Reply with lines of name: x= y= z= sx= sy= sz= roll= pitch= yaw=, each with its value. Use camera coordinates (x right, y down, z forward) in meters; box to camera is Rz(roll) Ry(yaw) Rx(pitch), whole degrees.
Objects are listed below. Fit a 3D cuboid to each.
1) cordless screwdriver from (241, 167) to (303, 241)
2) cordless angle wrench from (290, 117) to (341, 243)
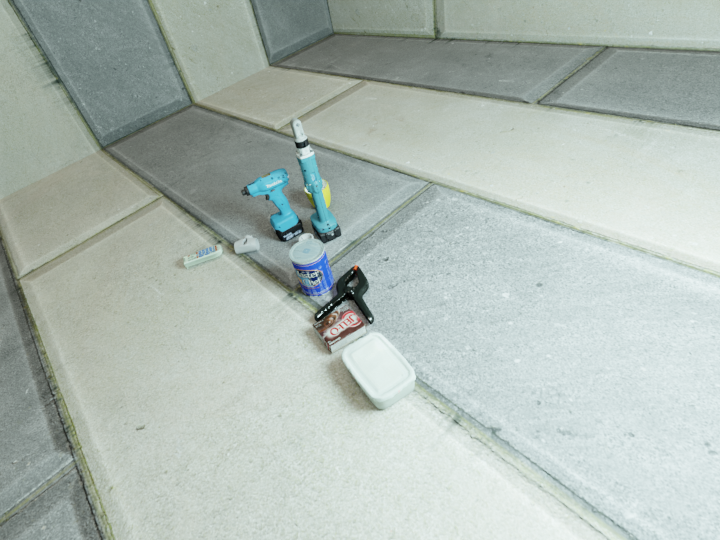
cordless screwdriver: x=-0.290 y=-0.208 z=1.415 sx=0.157 sy=0.238 sz=0.078 roll=-25 pitch=42 yaw=-12
cordless angle wrench: x=-0.147 y=-0.271 z=1.308 sx=0.073 sy=0.405 sz=0.103 roll=-24 pitch=42 yaw=-12
